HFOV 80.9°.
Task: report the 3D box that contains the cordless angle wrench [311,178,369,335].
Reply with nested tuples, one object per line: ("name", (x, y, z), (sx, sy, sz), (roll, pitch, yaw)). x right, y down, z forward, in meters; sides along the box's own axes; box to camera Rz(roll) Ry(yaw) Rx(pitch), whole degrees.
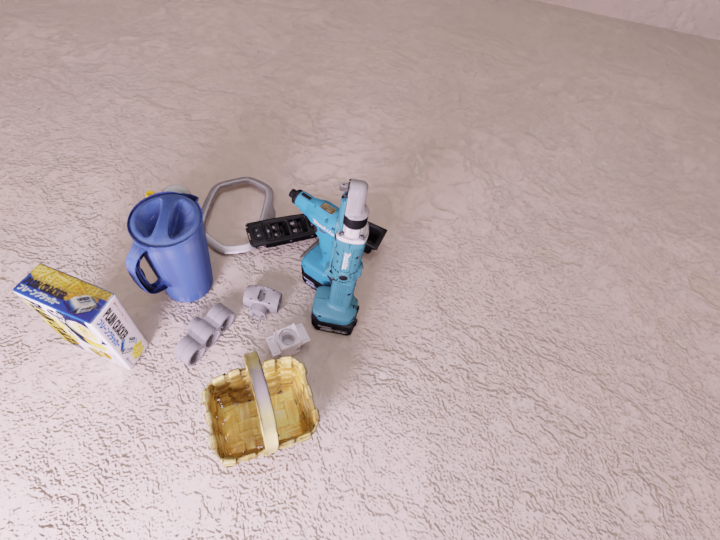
("cordless angle wrench", (-0.029, -0.008, 0.756), (0.098, 0.414, 0.076), (12, 56, -1))

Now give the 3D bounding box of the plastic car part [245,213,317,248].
("plastic car part", (-0.170, -0.091, 1.016), (0.199, 0.065, 0.069), (-15, 59, -15))

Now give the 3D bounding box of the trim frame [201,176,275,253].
("trim frame", (-0.309, -0.144, 1.067), (0.185, 0.027, 0.254), (7, 55, 0))

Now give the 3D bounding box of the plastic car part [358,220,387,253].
("plastic car part", (-0.005, -0.082, 1.019), (0.119, 0.069, 0.066), (25, 57, 12))

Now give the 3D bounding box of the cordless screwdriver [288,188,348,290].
("cordless screwdriver", (-0.087, -0.057, 0.890), (0.165, 0.243, 0.073), (37, 59, 16))
